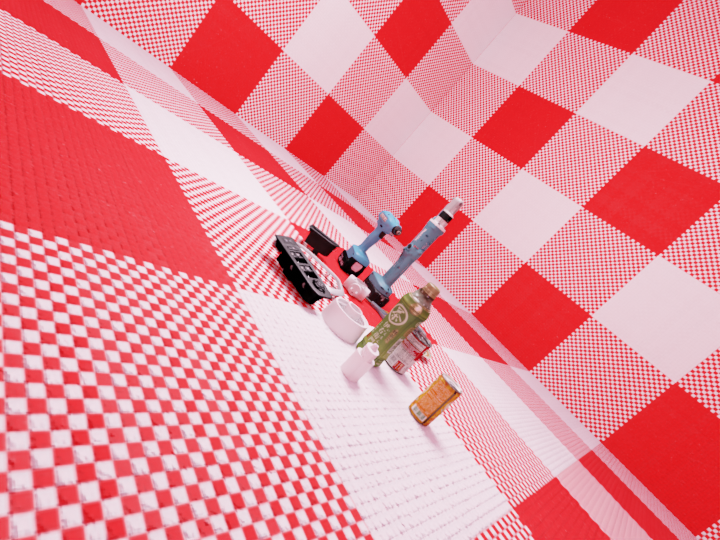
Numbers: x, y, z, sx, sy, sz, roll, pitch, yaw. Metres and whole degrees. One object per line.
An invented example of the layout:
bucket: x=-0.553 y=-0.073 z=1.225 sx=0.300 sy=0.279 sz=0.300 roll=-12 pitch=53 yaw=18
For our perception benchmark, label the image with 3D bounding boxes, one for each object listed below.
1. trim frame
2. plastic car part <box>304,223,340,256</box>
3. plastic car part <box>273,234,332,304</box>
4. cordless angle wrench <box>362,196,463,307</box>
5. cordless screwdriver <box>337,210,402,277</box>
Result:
trim frame: x=-0.139 y=-0.013 z=1.158 sx=0.255 sy=0.027 sz=0.179 roll=43 pitch=12 yaw=12
plastic car part: x=-0.131 y=-0.086 z=1.341 sx=0.117 sy=0.071 sz=0.065 roll=41 pitch=12 yaw=1
plastic car part: x=-0.144 y=0.003 z=0.986 sx=0.213 sy=0.067 sz=0.063 roll=48 pitch=13 yaw=29
cordless angle wrench: x=0.169 y=-0.064 z=1.339 sx=0.070 sy=0.424 sz=0.103 roll=33 pitch=15 yaw=-35
cordless screwdriver: x=0.036 y=-0.082 z=1.414 sx=0.071 sy=0.249 sz=0.165 roll=36 pitch=14 yaw=-26
